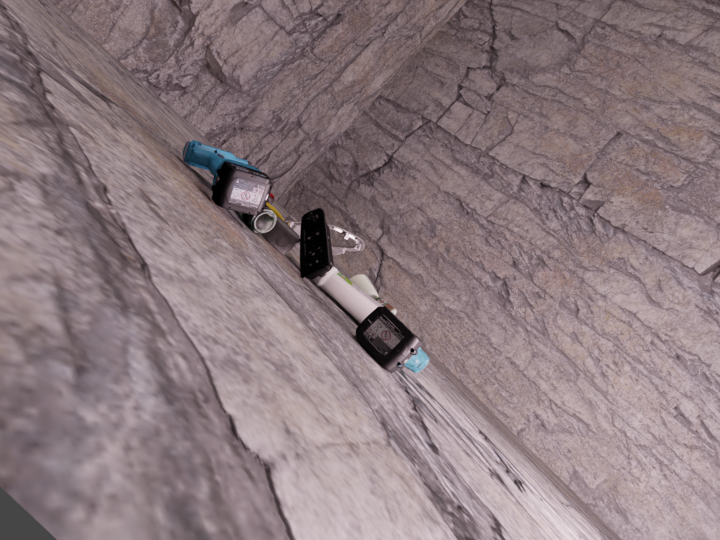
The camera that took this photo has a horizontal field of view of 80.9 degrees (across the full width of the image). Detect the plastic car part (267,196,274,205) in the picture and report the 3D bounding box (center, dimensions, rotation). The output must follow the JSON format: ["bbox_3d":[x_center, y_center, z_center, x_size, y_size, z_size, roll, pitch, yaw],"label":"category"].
[{"bbox_3d":[-0.306,-0.202,1.155,0.075,0.066,0.110,23,-11,45],"label":"plastic car part"}]

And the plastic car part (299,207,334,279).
[{"bbox_3d":[-0.087,-0.057,0.886,0.063,0.067,0.211,40,26,-39],"label":"plastic car part"}]

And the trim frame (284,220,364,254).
[{"bbox_3d":[-0.109,-0.080,1.060,0.258,0.028,0.175,6,-17,23],"label":"trim frame"}]

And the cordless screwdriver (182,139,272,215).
[{"bbox_3d":[-0.246,-0.189,0.839,0.151,0.074,0.263,9,22,-39],"label":"cordless screwdriver"}]

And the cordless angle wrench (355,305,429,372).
[{"bbox_3d":[0.096,0.169,0.869,0.103,0.074,0.403,44,-2,25],"label":"cordless angle wrench"}]
